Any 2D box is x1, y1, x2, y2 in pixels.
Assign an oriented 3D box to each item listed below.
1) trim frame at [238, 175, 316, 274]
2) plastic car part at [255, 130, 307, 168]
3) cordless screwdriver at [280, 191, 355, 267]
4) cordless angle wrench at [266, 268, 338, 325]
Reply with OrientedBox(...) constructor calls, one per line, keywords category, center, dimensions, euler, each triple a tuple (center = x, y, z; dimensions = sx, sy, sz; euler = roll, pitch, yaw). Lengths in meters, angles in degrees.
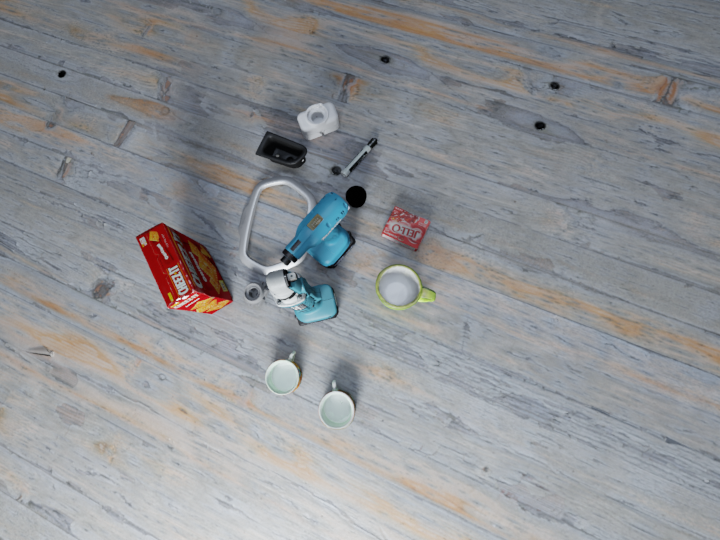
OrientedBox(category="trim frame", center=(-0.202, -0.110, 1.006), dimensions=(0.187, 0.027, 0.251), euler=(7, 78, 9))
OrientedBox(category="plastic car part", center=(-0.182, -0.278, 1.020), dimensions=(0.119, 0.069, 0.066), euler=(23, 81, 10))
OrientedBox(category="cordless screwdriver", center=(-0.085, -0.055, 0.867), dimensions=(0.076, 0.244, 0.159), euler=(40, 84, 8))
OrientedBox(category="cordless angle wrench", center=(-0.107, 0.047, 0.759), dimensions=(0.098, 0.414, 0.076), euler=(-14, 80, 0))
